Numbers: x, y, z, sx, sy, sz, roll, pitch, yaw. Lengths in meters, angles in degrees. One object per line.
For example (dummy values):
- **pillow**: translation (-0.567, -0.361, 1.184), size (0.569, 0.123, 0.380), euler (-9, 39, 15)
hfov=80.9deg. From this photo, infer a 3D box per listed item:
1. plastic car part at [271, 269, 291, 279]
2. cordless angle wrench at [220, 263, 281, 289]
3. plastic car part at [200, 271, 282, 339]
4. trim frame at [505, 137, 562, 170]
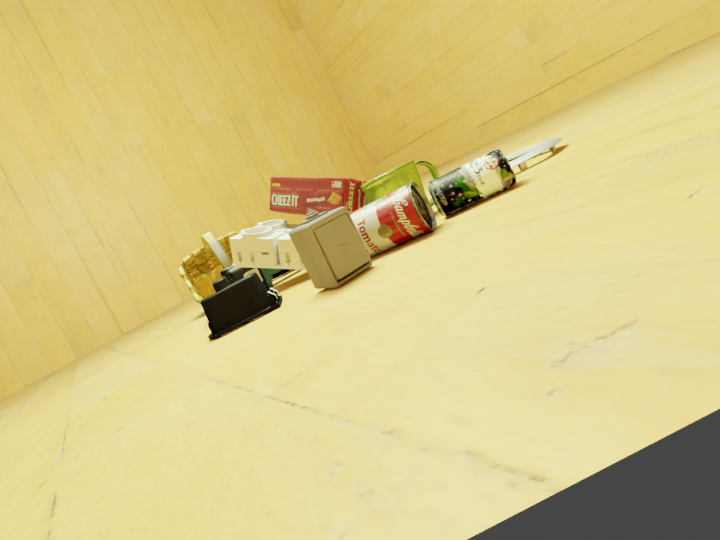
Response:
- **plastic car part**: translation (-0.140, -0.050, 0.971), size (0.201, 0.067, 0.067), euler (-27, -5, -9)
- **cordless angle wrench**: translation (-0.089, -0.058, 0.907), size (0.415, 0.074, 0.101), euler (-28, 8, -21)
- **plastic car part**: translation (-0.175, 0.041, 0.590), size (0.116, 0.070, 0.066), euler (-25, 5, -2)
- **trim frame**: translation (0.238, -0.179, 0.764), size (0.181, 0.027, 0.255), euler (-33, 9, -25)
